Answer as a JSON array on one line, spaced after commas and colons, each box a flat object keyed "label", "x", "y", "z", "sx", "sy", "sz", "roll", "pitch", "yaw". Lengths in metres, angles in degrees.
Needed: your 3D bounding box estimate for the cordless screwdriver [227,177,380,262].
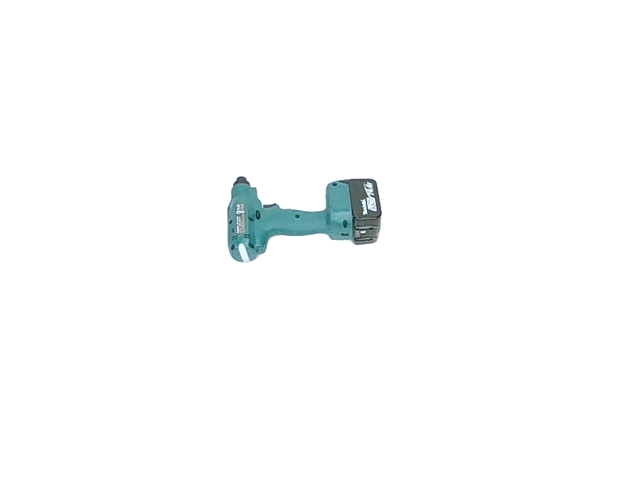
[{"label": "cordless screwdriver", "x": -0.031, "y": -0.054, "z": 0.706, "sx": 0.249, "sy": 0.159, "sz": 0.074, "roll": -8, "pitch": -34, "yaw": -2}]
